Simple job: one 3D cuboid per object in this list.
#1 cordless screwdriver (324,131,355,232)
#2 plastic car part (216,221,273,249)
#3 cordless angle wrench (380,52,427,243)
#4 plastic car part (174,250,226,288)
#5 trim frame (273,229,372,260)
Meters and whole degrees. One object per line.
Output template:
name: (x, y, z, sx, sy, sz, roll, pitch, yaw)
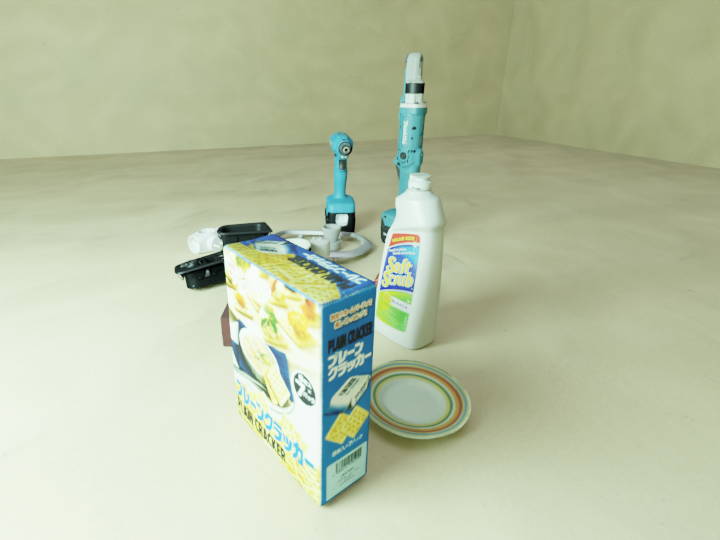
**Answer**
cordless screwdriver: (-0.047, -0.212, 1.053, 0.074, 0.243, 0.164, -1, 22, -8)
plastic car part: (-0.258, -0.065, 0.935, 0.113, 0.069, 0.069, -10, 25, -23)
cordless angle wrench: (0.109, -0.260, 0.952, 0.103, 0.414, 0.072, 20, 28, 37)
plastic car part: (-0.258, -0.011, 0.819, 0.196, 0.065, 0.070, -15, 28, -31)
trim frame: (-0.096, -0.063, 0.984, 0.248, 0.027, 0.188, 0, 24, -1)
